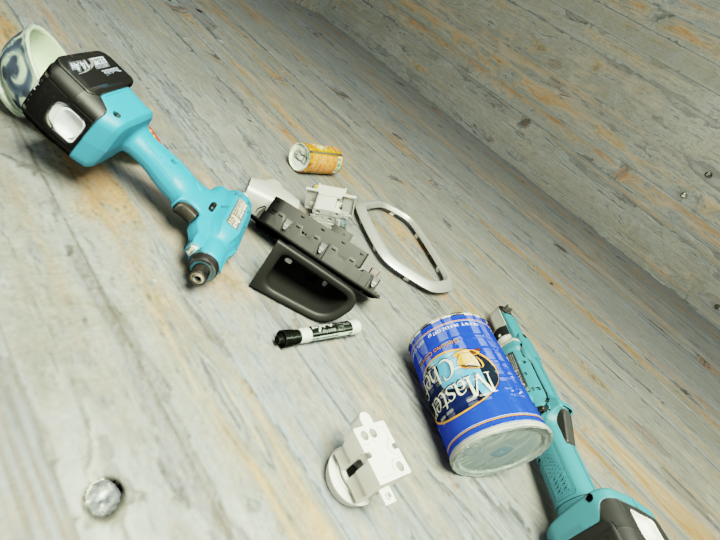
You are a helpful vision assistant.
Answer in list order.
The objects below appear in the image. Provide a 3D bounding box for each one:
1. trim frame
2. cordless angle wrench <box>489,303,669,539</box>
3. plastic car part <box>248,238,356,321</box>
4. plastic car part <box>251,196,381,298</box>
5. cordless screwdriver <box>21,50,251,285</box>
[{"bbox_3d":[0.079,-0.051,0.771,0.175,0.027,0.261,12,35,-32],"label":"trim frame"},{"bbox_3d":[0.230,0.178,0.538,0.073,0.098,0.431,29,26,-14],"label":"cordless angle wrench"},{"bbox_3d":[-0.066,0.010,0.514,0.113,0.066,0.073,31,16,-14],"label":"plastic car part"},{"bbox_3d":[-0.055,-0.036,0.561,0.203,0.067,0.066,29,2,0],"label":"plastic car part"},{"bbox_3d":[-0.224,-0.101,0.445,0.239,0.075,0.163,45,24,-24],"label":"cordless screwdriver"}]
